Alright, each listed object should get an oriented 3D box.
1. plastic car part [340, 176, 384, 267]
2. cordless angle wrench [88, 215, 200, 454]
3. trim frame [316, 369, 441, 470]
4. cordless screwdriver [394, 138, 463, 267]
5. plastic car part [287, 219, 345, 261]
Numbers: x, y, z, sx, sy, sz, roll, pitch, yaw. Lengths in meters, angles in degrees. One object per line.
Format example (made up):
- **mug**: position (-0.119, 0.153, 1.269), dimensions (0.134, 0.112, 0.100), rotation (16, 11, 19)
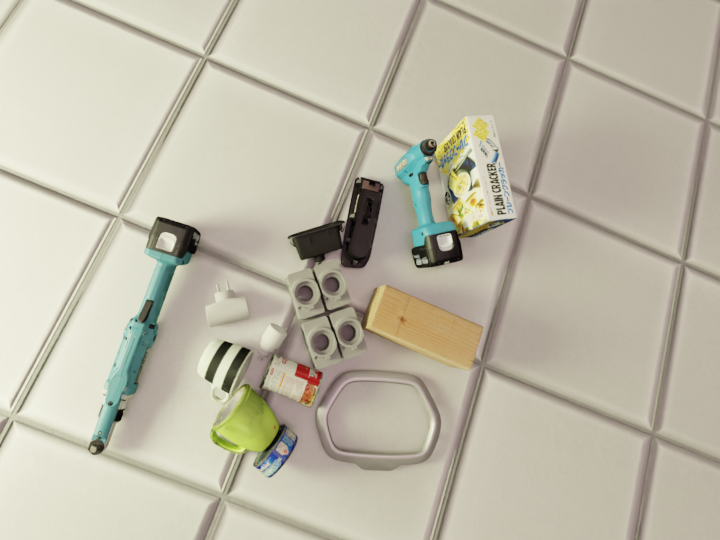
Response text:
- **plastic car part**: position (0.009, -0.102, 0.881), dimensions (0.065, 0.068, 0.204), rotation (15, 79, -15)
- **cordless angle wrench**: position (-0.400, 0.114, 0.769), dimensions (0.073, 0.099, 0.425), rotation (17, 81, -8)
- **trim frame**: position (0.037, 0.289, 0.818), dimensions (0.245, 0.027, 0.186), rotation (4, 77, -9)
- **cordless screwdriver**: position (0.139, -0.133, 0.853), dimensions (0.073, 0.160, 0.251), rotation (-12, 83, -14)
- **plastic car part**: position (-0.084, -0.055, 0.861), dimensions (0.115, 0.067, 0.070), rotation (-21, 98, -9)
